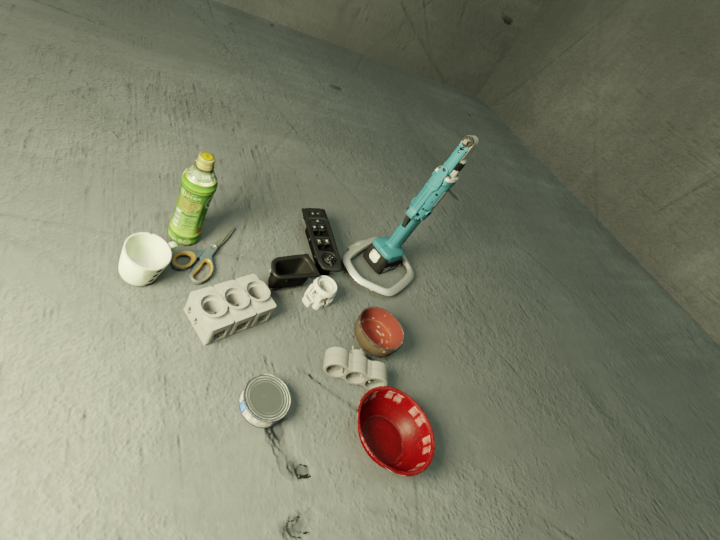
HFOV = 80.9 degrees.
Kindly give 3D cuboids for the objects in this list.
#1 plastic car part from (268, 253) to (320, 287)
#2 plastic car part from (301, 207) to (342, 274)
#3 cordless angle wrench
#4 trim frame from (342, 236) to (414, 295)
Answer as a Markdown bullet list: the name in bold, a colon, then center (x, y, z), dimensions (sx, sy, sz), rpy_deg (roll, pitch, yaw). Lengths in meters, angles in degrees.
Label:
- **plastic car part**: center (-0.161, 0.010, 0.942), dimensions (0.111, 0.071, 0.069), rpy_deg (-8, 55, -40)
- **plastic car part**: center (-0.104, -0.068, 1.066), dimensions (0.063, 0.067, 0.212), rpy_deg (4, 46, -32)
- **cordless angle wrench**: center (0.148, -0.154, 1.039), dimensions (0.094, 0.423, 0.077), rpy_deg (-15, 61, -45)
- **trim frame**: center (0.050, -0.017, 1.144), dimensions (0.189, 0.027, 0.242), rpy_deg (41, 40, 12)
